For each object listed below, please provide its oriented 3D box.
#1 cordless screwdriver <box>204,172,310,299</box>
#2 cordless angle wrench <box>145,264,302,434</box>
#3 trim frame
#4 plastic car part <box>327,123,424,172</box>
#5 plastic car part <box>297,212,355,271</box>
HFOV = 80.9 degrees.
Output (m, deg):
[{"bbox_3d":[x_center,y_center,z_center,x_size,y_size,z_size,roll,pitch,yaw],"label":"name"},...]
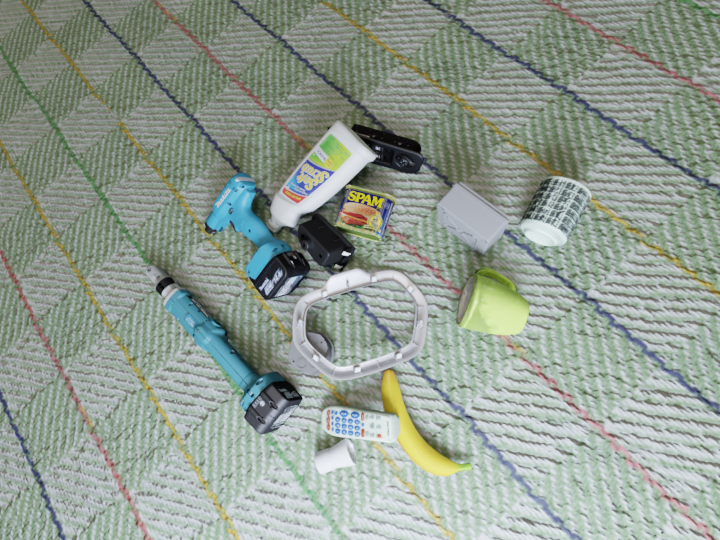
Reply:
[{"bbox_3d":[-0.219,-0.053,0.837,0.161,0.071,0.257,-45,70,29],"label":"cordless screwdriver"},{"bbox_3d":[-0.288,0.121,0.805,0.441,0.094,0.074,39,89,23],"label":"cordless angle wrench"},{"bbox_3d":[0.002,0.086,0.745,0.246,0.027,0.191,-17,65,-7],"label":"trim frame"},{"bbox_3d":[0.035,-0.251,0.853,0.211,0.064,0.067,25,56,19],"label":"plastic car part"},{"bbox_3d":[-0.078,-0.051,0.802,0.121,0.069,0.066,45,129,19],"label":"plastic car part"}]
